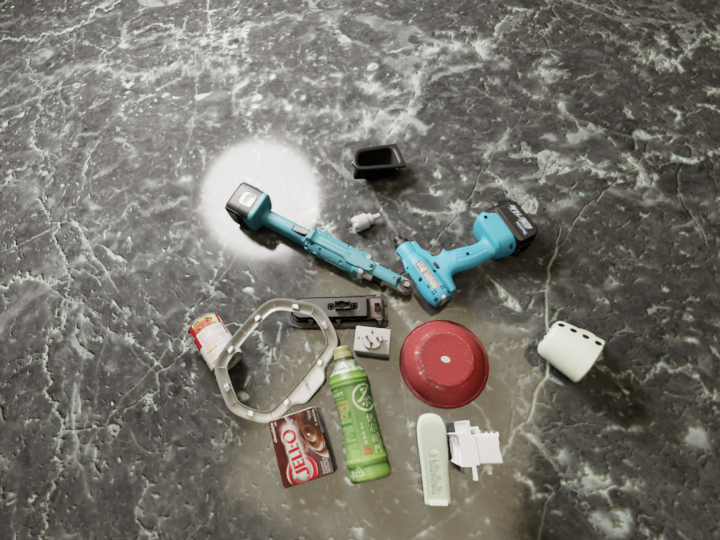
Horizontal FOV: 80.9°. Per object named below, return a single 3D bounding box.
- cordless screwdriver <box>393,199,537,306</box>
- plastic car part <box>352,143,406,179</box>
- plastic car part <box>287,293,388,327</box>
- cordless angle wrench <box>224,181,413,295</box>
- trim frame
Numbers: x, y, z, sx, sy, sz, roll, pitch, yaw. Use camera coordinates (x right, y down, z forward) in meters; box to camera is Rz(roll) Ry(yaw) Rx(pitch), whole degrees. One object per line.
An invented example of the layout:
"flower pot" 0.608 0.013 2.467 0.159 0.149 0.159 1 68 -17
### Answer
"cordless screwdriver" 0.200 -0.054 0.833 0.248 0.072 0.166 -31 66 -4
"plastic car part" 0.029 -0.231 0.938 0.114 0.070 0.068 -11 66 -15
"plastic car part" -0.050 0.078 0.828 0.206 0.065 0.067 -3 75 10
"cordless angle wrench" -0.086 -0.056 0.880 0.435 0.095 0.074 27 74 14
"trim frame" -0.154 0.166 0.783 0.181 0.028 0.248 42 84 -8
